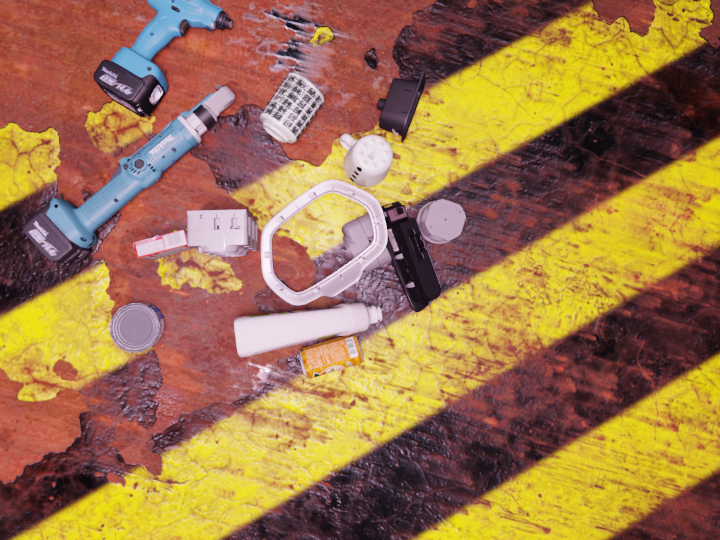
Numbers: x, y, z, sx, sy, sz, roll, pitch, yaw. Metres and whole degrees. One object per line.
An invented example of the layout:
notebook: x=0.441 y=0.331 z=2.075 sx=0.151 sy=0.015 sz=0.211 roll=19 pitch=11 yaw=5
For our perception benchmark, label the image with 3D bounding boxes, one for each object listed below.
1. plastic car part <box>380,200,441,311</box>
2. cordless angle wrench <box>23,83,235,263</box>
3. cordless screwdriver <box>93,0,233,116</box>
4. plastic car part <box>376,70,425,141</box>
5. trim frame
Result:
plastic car part: x=0.095 y=-0.027 z=0.757 sx=0.064 sy=0.069 sz=0.202 roll=-19 pitch=93 yaw=-36
cordless angle wrench: x=-0.386 y=-0.182 z=0.751 sx=0.421 sy=0.075 sz=0.098 roll=-43 pitch=92 yaw=-6
cordless screwdriver: x=-0.350 y=-0.397 z=0.763 sx=0.159 sy=0.074 sz=0.249 roll=25 pitch=82 yaw=-2
plastic car part: x=0.069 y=-0.307 z=0.782 sx=0.073 sy=0.064 sz=0.116 roll=23 pitch=89 yaw=12
trim frame: x=-0.072 y=-0.047 z=0.737 sx=0.251 sy=0.027 sz=0.188 roll=-33 pitch=79 yaw=13
